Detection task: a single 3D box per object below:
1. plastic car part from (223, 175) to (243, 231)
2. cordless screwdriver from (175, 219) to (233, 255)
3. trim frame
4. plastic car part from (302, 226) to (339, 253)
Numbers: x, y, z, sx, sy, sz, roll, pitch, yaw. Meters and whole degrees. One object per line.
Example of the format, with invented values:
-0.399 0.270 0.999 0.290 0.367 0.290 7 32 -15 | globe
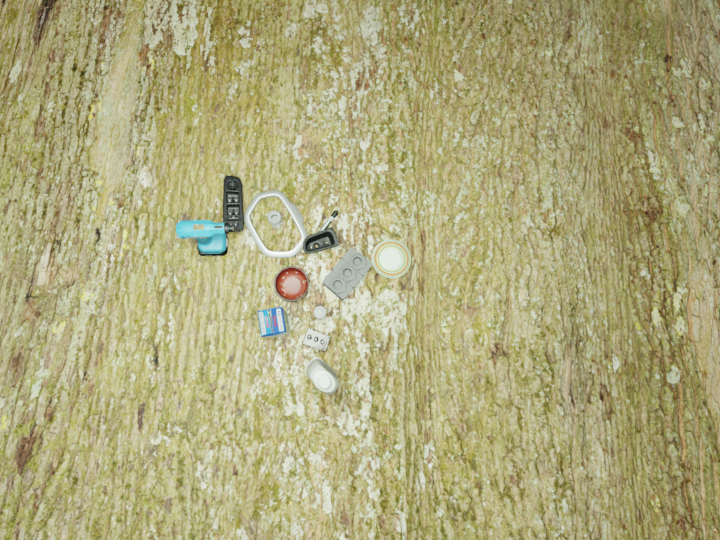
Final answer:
-0.427 -0.222 1.427 0.066 0.066 0.206 -5 78 -4 | plastic car part
-0.455 -0.103 1.308 0.158 0.247 0.075 -1 81 -5 | cordless screwdriver
-0.285 -0.156 1.433 0.183 0.027 0.253 -31 79 -7 | trim frame
-0.137 -0.089 1.397 0.116 0.070 0.067 -19 81 -6 | plastic car part
